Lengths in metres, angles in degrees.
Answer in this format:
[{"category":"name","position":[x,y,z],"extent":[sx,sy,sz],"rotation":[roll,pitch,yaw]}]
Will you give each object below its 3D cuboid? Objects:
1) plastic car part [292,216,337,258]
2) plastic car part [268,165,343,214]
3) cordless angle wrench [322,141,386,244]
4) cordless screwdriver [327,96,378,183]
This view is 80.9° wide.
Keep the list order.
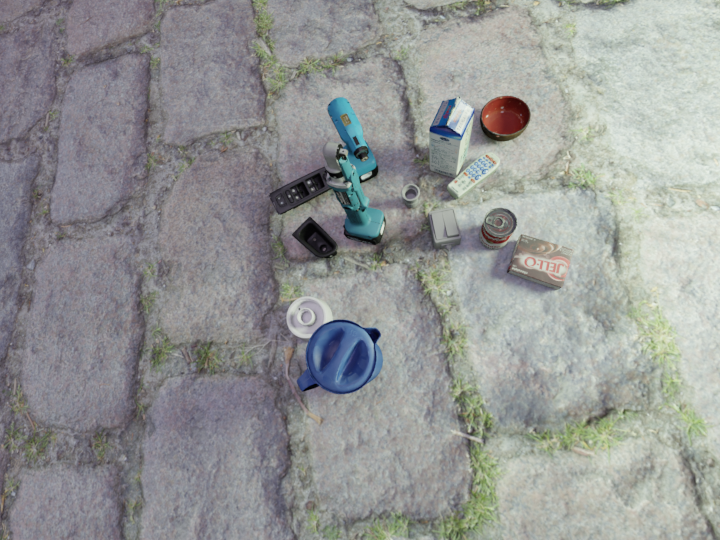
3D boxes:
[{"category":"plastic car part","position":[-0.103,-0.068,1.058],"extent":[0.066,0.068,0.121],"rotation":[-46,70,-3]},{"category":"plastic car part","position":[-0.133,-0.211,1.110],"extent":[0.204,0.065,0.068],"rotation":[-28,71,4]},{"category":"cordless angle wrench","position":[-0.018,-0.153,0.880],"extent":[0.101,0.408,0.075],"rotation":[15,79,13]},{"category":"cordless screwdriver","position":[-0.007,-0.280,1.005],"extent":[0.075,0.240,0.164],"rotation":[-25,72,3]}]
